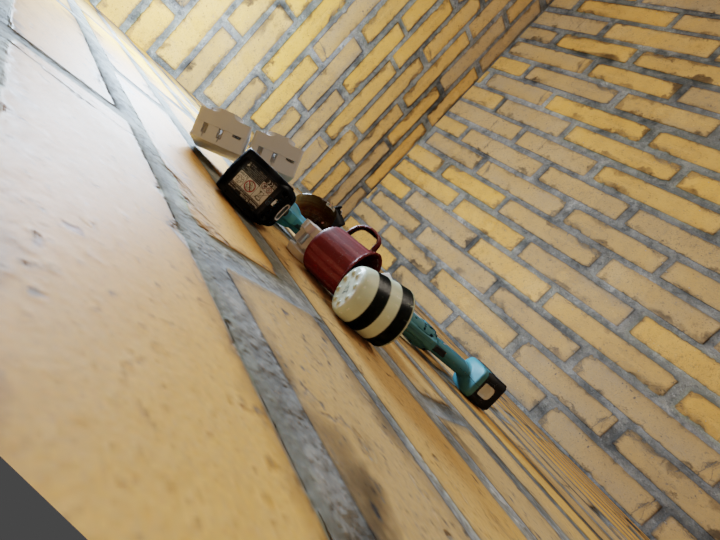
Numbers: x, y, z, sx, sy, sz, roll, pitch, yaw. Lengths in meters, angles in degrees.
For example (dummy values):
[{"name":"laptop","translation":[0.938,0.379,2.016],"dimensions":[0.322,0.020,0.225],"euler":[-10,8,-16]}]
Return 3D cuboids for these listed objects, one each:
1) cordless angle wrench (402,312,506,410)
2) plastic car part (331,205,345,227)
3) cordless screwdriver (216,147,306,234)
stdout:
[{"name":"cordless angle wrench","translation":[0.125,0.131,0.873],"dimensions":[0.412,0.074,0.100],"euler":[40,5,-13]},{"name":"plastic car part","translation":[-0.094,-0.129,1.192],"dimensions":[0.065,0.117,0.071],"euler":[7,61,-81]},{"name":"cordless screwdriver","translation":[-0.137,-0.107,0.699],"dimensions":[0.159,0.074,0.249],"euler":[44,0,-3]}]
